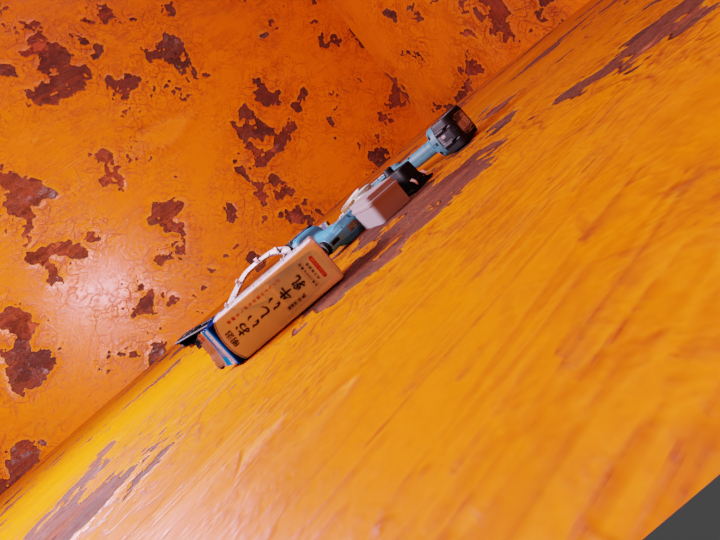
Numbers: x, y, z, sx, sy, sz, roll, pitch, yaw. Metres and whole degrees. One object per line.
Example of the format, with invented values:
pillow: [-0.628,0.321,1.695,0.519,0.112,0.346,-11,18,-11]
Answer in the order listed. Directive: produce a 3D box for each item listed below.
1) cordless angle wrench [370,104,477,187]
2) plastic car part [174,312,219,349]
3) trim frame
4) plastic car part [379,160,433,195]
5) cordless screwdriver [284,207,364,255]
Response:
cordless angle wrench: [0.090,-0.235,1.042,0.432,0.073,0.097,-32,12,48]
plastic car part: [-0.349,0.138,1.021,0.205,0.067,0.066,-33,2,13]
trim frame: [-0.236,0.034,0.960,0.190,0.026,0.253,-19,37,30]
plastic car part: [0.078,-0.185,0.871,0.065,0.070,0.120,-43,12,-30]
cordless screwdriver: [-0.094,-0.061,0.960,0.157,0.073,0.256,-47,16,-33]
